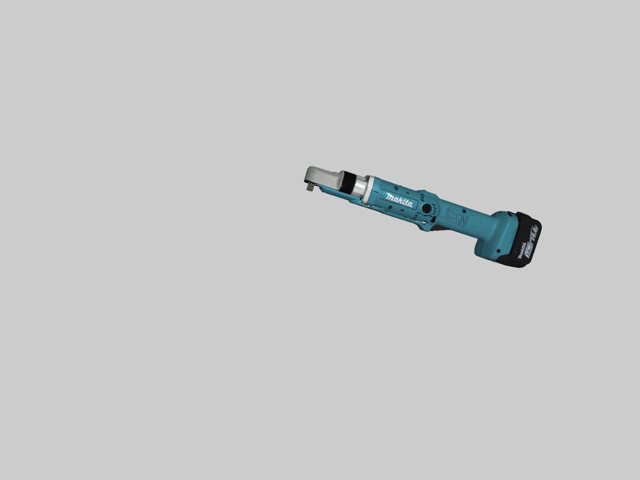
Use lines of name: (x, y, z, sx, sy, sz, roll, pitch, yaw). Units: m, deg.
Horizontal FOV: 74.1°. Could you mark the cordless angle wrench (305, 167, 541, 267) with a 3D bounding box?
cordless angle wrench: (0.176, -0.053, 0.741, 0.423, 0.098, 0.074, 17, 3, -11)
